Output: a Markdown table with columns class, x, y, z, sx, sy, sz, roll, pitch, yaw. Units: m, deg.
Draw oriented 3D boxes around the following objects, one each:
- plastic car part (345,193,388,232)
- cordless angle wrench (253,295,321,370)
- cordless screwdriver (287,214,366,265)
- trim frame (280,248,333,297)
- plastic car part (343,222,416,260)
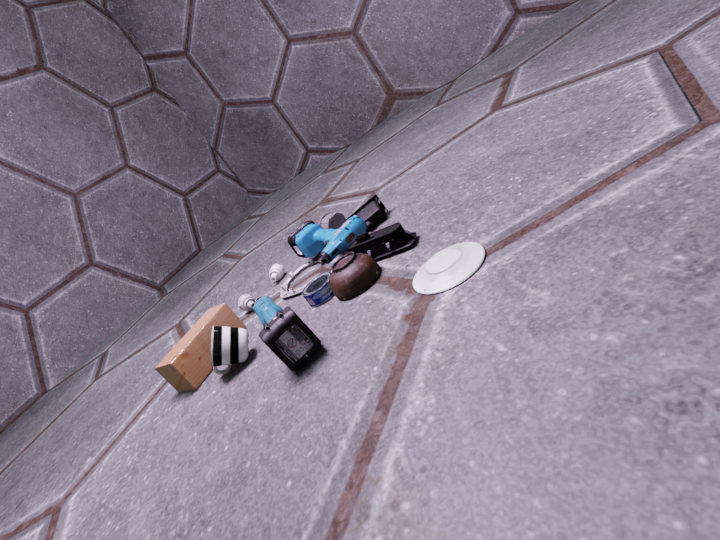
| class | x | y | z | sx | sy | sz | roll | pitch | yaw |
| --- | --- | --- | --- | --- | --- | --- | --- | --- | --- |
| plastic car part | 0.023 | -0.136 | 1.131 | 0.117 | 0.063 | 0.074 | -39 | 32 | 5 |
| cordless angle wrench | -0.190 | 0.102 | 0.919 | 0.074 | 0.095 | 0.437 | -44 | 18 | -11 |
| cordless screwdriver | -0.109 | -0.071 | 1.117 | 0.158 | 0.072 | 0.260 | -47 | 26 | -26 |
| trim frame | -0.120 | -0.003 | 1.111 | 0.256 | 0.027 | 0.184 | -23 | 24 | 37 |
| plastic car part | 0.034 | -0.059 | 0.940 | 0.211 | 0.065 | 0.065 | -15 | 21 | 41 |
